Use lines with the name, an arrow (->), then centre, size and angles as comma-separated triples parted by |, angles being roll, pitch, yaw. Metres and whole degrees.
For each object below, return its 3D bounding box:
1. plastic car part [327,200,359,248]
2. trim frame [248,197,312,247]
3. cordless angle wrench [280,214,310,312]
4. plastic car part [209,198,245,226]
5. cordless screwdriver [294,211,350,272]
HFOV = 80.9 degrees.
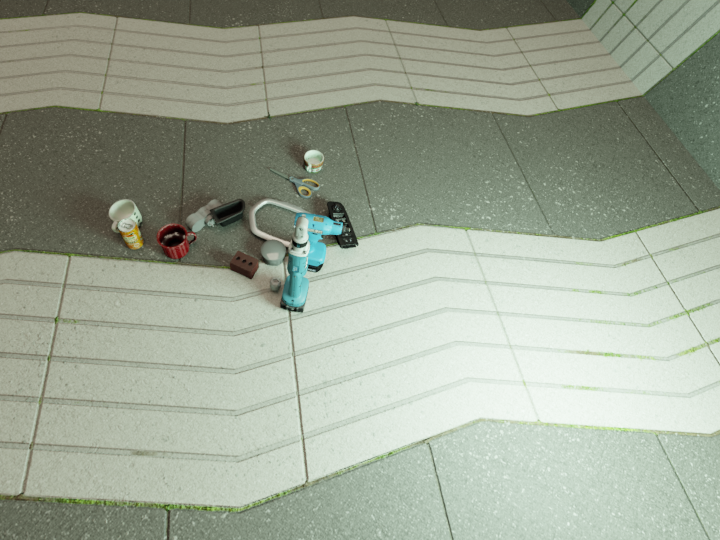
plastic car part -> -0.067, -0.151, 1.445 | 0.065, 0.066, 0.211 | -10, 60, -14
trim frame -> -0.266, -0.166, 1.457 | 0.251, 0.027, 0.186 | 18, 58, 5
cordless angle wrench -> -0.170, -0.010, 1.142 | 0.074, 0.416, 0.100 | 13, 59, -4
plastic car part -> -0.439, -0.186, 1.426 | 0.114, 0.069, 0.068 | -26, 66, -21
cordless screwdriver -> -0.126, -0.083, 1.292 | 0.159, 0.244, 0.076 | 11, 59, -3
